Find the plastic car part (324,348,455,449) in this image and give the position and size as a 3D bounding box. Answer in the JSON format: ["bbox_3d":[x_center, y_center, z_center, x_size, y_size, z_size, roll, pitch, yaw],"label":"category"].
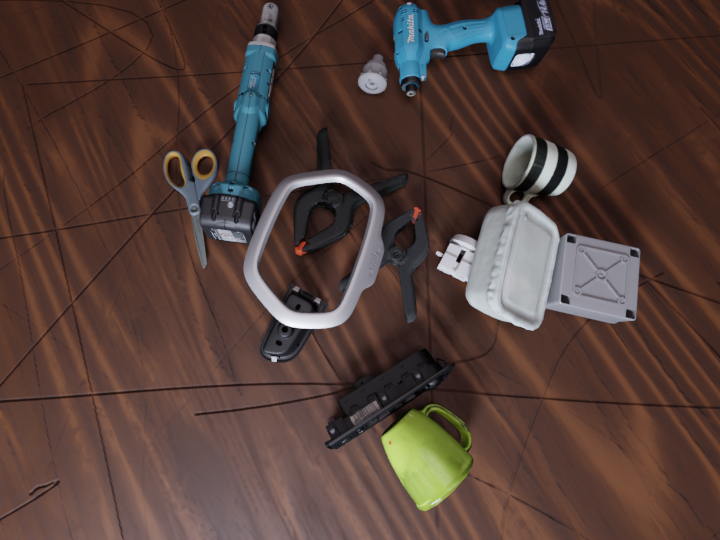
[{"bbox_3d":[0.035,0.171,0.586,0.202,0.063,0.070,-27,55,-5],"label":"plastic car part"}]

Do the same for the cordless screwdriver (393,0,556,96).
[{"bbox_3d":[0.181,-0.368,0.703,0.251,0.073,0.161,-1,78,4],"label":"cordless screwdriver"}]

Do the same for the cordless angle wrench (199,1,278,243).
[{"bbox_3d":[-0.173,-0.255,0.673,0.074,0.097,0.429,7,74,-5],"label":"cordless angle wrench"}]

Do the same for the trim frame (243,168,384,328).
[{"bbox_3d":[-0.059,-0.038,0.600,0.185,0.027,0.251,17,68,3],"label":"trim frame"}]

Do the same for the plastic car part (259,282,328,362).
[{"bbox_3d":[-0.101,0.079,0.601,0.067,0.070,0.117,27,76,4],"label":"plastic car part"}]
